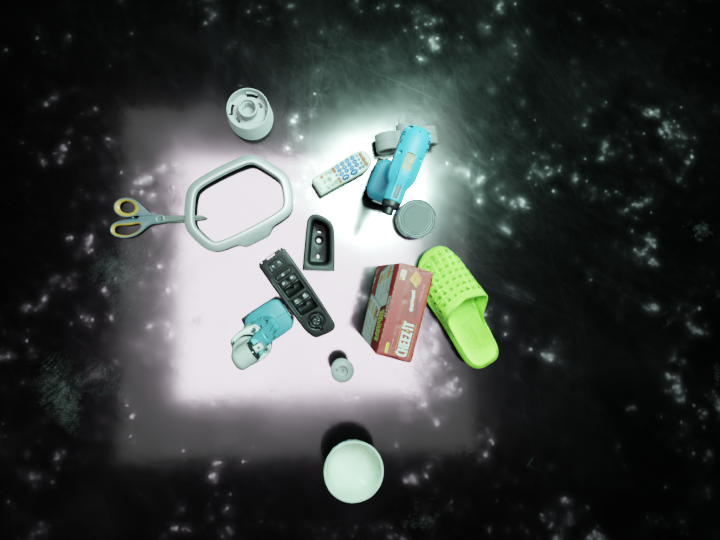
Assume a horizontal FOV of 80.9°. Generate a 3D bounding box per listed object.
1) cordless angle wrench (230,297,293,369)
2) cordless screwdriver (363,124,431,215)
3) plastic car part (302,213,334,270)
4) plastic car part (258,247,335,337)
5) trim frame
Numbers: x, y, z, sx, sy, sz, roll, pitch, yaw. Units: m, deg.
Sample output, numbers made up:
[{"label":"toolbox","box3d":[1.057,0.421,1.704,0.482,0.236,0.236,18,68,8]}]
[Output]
[{"label":"cordless angle wrench","box3d":[-0.170,0.107,0.710,0.097,0.425,0.074,-33,94,-7]},{"label":"cordless screwdriver","box3d":[0.059,-0.169,0.827,0.074,0.250,0.159,21,86,-7]},{"label":"plastic car part","box3d":[-0.088,-0.058,0.902,0.065,0.071,0.117,2,87,-5]},{"label":"plastic car part","box3d":[-0.131,0.051,0.894,0.066,0.067,0.203,-35,89,-6]},{"label":"trim frame","box3d":[-0.267,-0.145,0.922,0.247,0.027,0.185,-28,88,-4]}]
